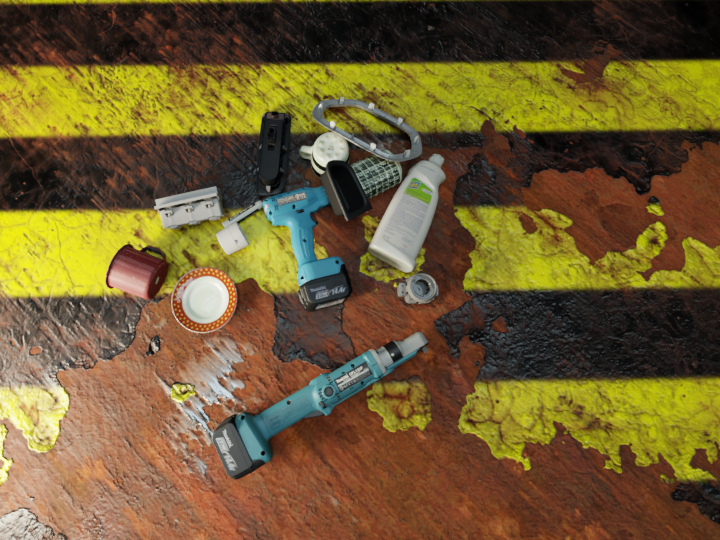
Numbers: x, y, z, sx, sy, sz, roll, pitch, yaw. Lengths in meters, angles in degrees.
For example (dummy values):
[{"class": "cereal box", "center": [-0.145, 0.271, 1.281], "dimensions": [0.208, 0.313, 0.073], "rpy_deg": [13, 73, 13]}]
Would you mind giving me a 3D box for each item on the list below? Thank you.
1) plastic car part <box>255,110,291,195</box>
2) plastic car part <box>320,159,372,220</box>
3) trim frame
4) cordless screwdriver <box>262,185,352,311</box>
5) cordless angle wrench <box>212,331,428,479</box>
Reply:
[{"class": "plastic car part", "center": [-0.184, -0.255, 0.892], "dimensions": [0.065, 0.067, 0.206], "rpy_deg": [4, 75, -9]}, {"class": "plastic car part", "center": [-0.040, -0.154, 0.830], "dimensions": [0.064, 0.073, 0.116], "rpy_deg": [-27, 92, -31]}, {"class": "trim frame", "center": [0.017, -0.300, 0.878], "dimensions": [0.256, 0.027, 0.181], "rpy_deg": [34, 49, 14]}, {"class": "cordless screwdriver", "center": [-0.082, -0.054, 0.842], "dimensions": [0.156, 0.074, 0.255], "rpy_deg": [-18, 73, -15]}, {"class": "cordless angle wrench", "center": [-0.060, 0.223, 0.777], "dimensions": [0.419, 0.073, 0.100], "rpy_deg": [-28, 80, -9]}]
